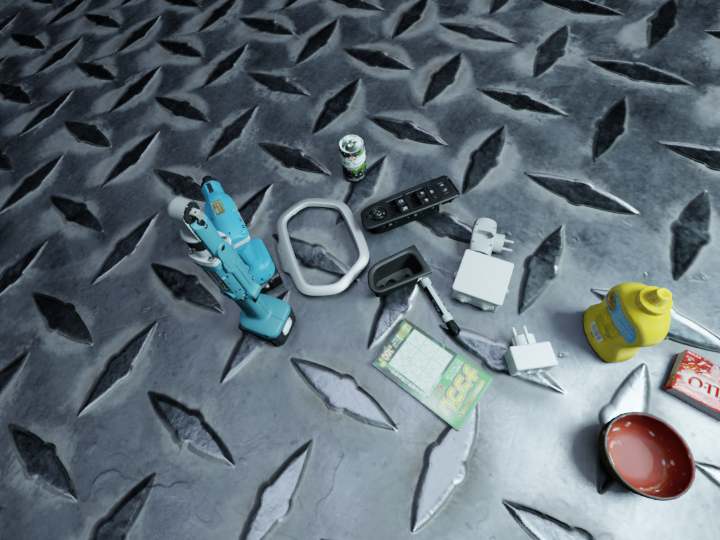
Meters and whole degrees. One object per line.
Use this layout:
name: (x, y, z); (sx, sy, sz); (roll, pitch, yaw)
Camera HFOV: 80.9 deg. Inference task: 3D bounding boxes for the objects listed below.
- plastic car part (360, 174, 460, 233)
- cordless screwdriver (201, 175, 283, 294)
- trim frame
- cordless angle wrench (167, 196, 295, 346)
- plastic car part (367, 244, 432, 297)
plastic car part: (0.097, -0.130, 0.881); (0.203, 0.064, 0.069); (-19, 62, -1)
cordless screwdriver: (-0.228, -0.058, 0.797); (0.074, 0.240, 0.166); (-27, 63, -9)
trim frame: (-0.087, -0.057, 0.894); (0.184, 0.026, 0.259); (-22, 61, -3)
cordless angle wrench: (-0.192, 0.016, 0.654); (0.101, 0.408, 0.075); (19, 66, 14)
plastic car part: (0.066, 0.013, 0.806); (0.116, 0.068, 0.069); (-25, 62, -5)
